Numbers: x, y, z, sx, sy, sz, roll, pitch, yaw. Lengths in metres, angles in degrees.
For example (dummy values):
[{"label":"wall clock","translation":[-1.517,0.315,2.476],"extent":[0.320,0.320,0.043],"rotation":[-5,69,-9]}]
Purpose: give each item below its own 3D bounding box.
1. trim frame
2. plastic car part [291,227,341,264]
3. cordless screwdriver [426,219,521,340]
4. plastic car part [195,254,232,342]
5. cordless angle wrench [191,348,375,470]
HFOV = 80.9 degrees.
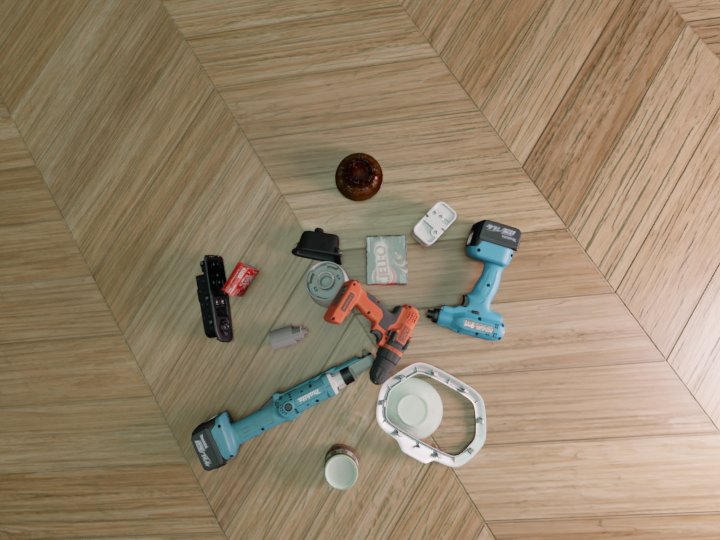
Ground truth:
[{"label":"trim frame","translation":[0.153,0.305,0.886],"extent":[0.247,0.028,0.184],"rotation":[30,85,-3]},{"label":"plastic car part","translation":[-0.095,-0.062,0.967],"extent":[0.119,0.064,0.072],"rotation":[13,70,9]},{"label":"cordless screwdriver","translation":[0.244,0.015,0.913],"extent":[0.161,0.073,0.249],"rotation":[13,88,6]},{"label":"plastic car part","translation":[-0.340,0.069,0.970],"extent":[0.068,0.064,0.205],"rotation":[-17,82,11]},{"label":"cordless angle wrench","translation":[-0.156,0.290,0.920],"extent":[0.423,0.073,0.099],"rotation":[-27,83,-1]}]
